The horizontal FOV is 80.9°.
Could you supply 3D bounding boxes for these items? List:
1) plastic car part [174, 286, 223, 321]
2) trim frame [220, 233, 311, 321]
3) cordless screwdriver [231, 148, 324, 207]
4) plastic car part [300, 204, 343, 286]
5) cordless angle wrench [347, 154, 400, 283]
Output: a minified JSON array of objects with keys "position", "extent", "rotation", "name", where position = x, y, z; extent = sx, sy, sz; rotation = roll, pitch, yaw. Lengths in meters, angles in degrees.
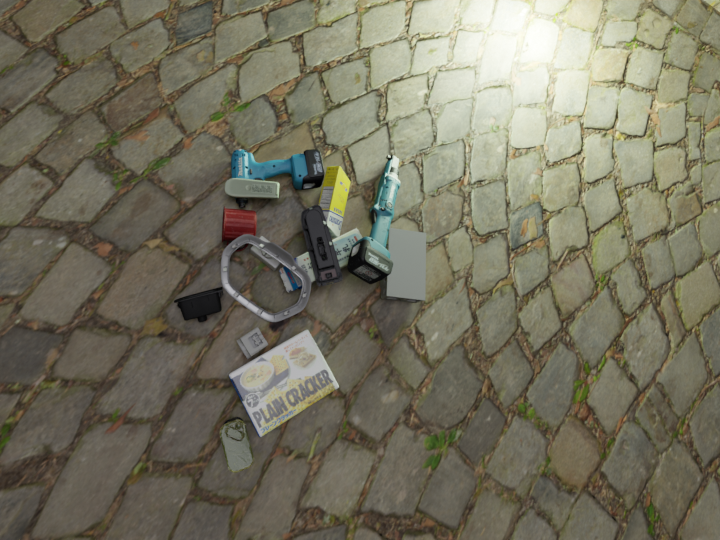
[{"position":[-0.386,0.088,1.031],"extent":[0.115,0.067,0.070],"rotation":[-18,95,-13],"name":"plastic car part"},{"position":[-0.239,0.019,1.047],"extent":[0.252,0.027,0.184],"rotation":[36,101,6],"name":"trim frame"},{"position":[-0.224,-0.250,1.149],"extent":[0.246,0.074,0.162],"rotation":[-3,76,-8],"name":"cordless screwdriver"},{"position":[-0.102,-0.066,1.039],"extent":[0.066,0.066,0.206],"rotation":[-16,79,1],"name":"plastic car part"},{"position":[0.060,-0.163,1.134],"extent":[0.095,0.076,0.429],"rotation":[30,52,-20],"name":"cordless angle wrench"}]
